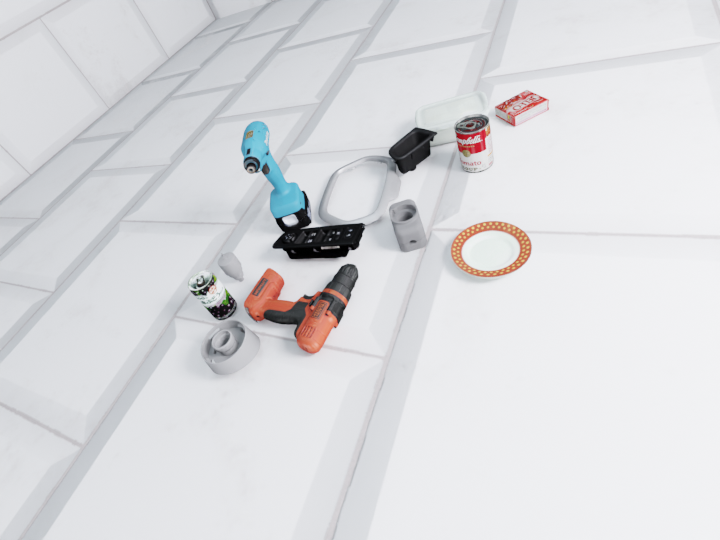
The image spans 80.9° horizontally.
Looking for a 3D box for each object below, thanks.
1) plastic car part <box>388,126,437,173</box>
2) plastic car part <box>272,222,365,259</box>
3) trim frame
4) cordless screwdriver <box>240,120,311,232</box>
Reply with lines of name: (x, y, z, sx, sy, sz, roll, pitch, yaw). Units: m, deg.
plastic car part: (0.116, -0.263, 0.960, 0.115, 0.067, 0.070, -43, 45, -16)
plastic car part: (-0.085, -0.055, 0.867, 0.211, 0.064, 0.067, 1, 50, 27)
trim frame: (-0.001, -0.184, 0.974, 0.191, 0.026, 0.252, -4, 48, 23)
cordless screwdriver: (-0.183, -0.181, 0.908, 0.075, 0.236, 0.165, -16, 44, 9)
